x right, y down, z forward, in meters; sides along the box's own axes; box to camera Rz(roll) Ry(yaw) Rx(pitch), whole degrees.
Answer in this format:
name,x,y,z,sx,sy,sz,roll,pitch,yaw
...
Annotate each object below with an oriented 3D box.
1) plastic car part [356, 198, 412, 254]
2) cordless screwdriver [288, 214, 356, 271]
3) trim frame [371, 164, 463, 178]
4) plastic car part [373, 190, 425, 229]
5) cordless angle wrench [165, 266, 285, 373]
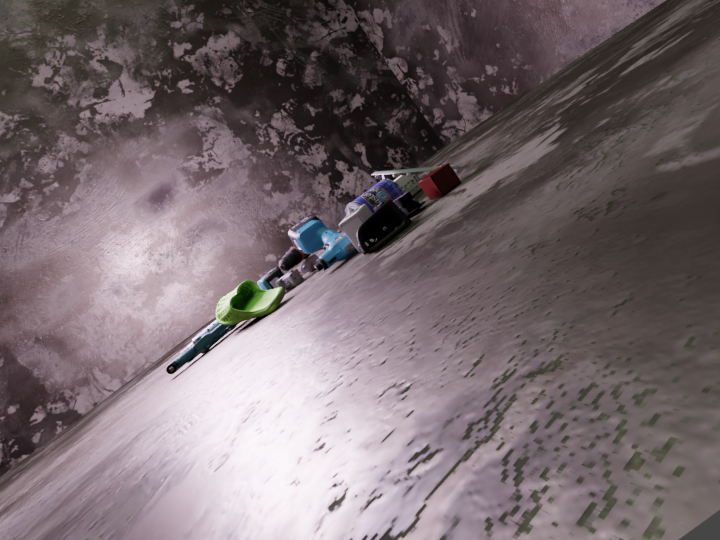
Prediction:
name,x,y,z,sx,sy,sz,roll,pitch,yaw
plastic car part,0.035,-0.076,0.852,0.115,0.067,0.070,-41,-8,-15
cordless screwdriver,-0.107,-0.070,1.093,0.157,0.071,0.262,-41,30,-22
trim frame,0.153,-0.268,1.150,0.248,0.027,0.187,-7,15,-1
plastic car part,0.073,-0.134,0.995,0.065,0.067,0.209,-31,7,-33
cordless angle wrench,-0.384,0.147,1.231,0.418,0.073,0.100,-43,9,-26
